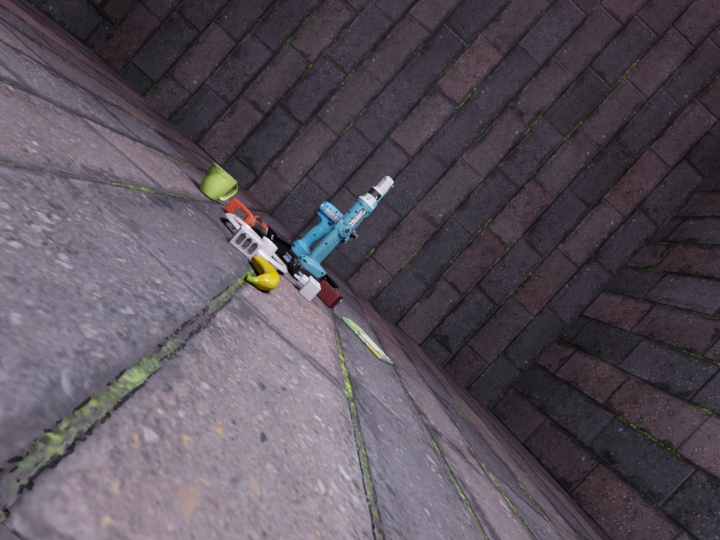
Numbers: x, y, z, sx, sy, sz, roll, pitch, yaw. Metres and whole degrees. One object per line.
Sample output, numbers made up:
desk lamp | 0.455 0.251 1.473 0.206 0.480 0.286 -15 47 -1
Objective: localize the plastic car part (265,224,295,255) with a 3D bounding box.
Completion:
plastic car part | -0.259 -0.079 1.315 0.070 0.071 0.110 43 1 38

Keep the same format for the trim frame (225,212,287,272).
trim frame | -0.292 -0.077 1.180 0.258 0.027 0.177 42 1 20

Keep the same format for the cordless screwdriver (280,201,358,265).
cordless screwdriver | -0.137 -0.090 1.404 0.162 0.249 0.073 43 2 8

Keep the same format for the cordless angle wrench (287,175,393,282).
cordless angle wrench | -0.052 -0.128 1.301 0.093 0.423 0.078 41 2 -33

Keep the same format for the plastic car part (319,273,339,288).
plastic car part | -0.154 0.016 1.488 0.063 0.067 0.214 41 1 -40
